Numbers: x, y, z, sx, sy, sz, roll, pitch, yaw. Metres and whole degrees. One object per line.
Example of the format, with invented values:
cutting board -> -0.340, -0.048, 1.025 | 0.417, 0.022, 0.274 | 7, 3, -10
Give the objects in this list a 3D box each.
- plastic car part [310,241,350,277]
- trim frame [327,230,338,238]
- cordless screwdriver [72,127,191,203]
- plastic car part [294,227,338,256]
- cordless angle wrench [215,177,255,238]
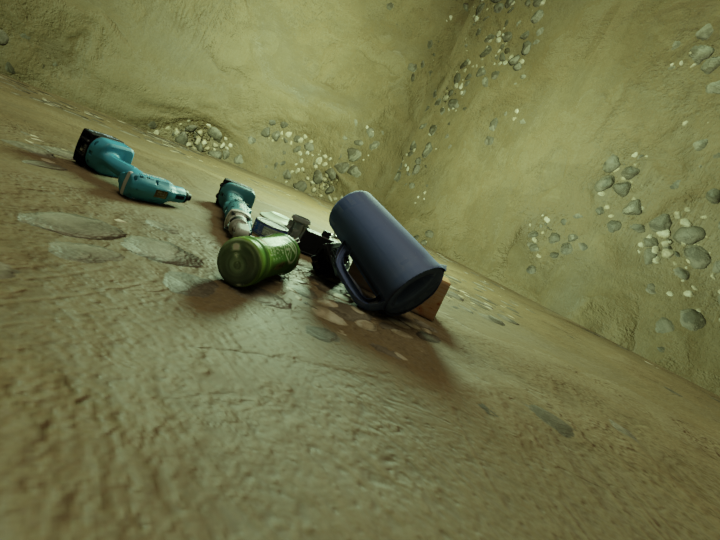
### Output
plastic car part -> -0.063, -0.020, 0.898 | 0.066, 0.068, 0.199 | 65, 15, -1
trim frame -> -0.033, -0.086, 1.413 | 0.179, 0.027, 0.256 | 22, 8, -16
cordless screwdriver -> -0.488, -0.214, 0.908 | 0.261, 0.074, 0.152 | 33, 12, 25
plastic car part -> -0.100, -0.065, 1.021 | 0.114, 0.070, 0.068 | 19, 12, -13
cordless angle wrench -> -0.287, -0.138, 0.984 | 0.094, 0.074, 0.440 | 19, 13, -23
